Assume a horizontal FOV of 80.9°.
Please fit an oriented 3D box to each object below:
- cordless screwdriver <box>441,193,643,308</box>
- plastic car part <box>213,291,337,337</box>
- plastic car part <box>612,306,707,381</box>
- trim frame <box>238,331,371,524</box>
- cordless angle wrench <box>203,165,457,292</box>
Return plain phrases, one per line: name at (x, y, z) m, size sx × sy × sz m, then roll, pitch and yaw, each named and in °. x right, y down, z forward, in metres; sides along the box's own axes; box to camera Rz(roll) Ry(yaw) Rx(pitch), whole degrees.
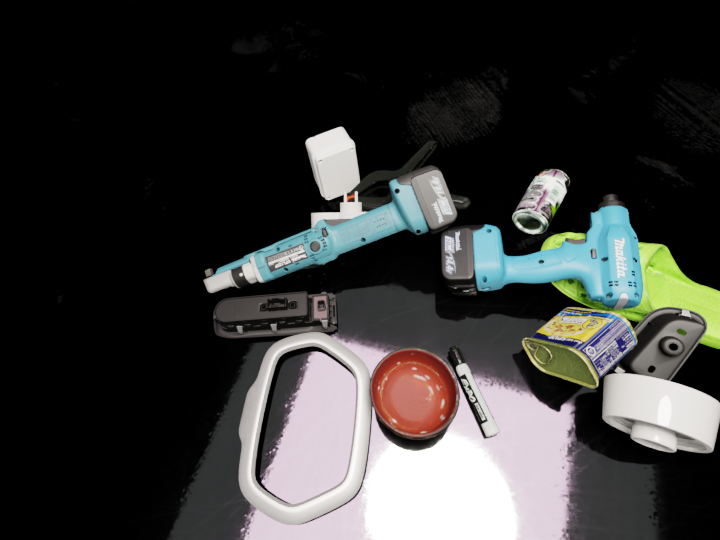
cordless screwdriver at (0.247, -0.033, 0.607) m, size 0.258 × 0.070 × 0.161 m, roll 1°, pitch 67°, yaw 23°
plastic car part at (-0.142, 0.067, 0.663) m, size 0.206 × 0.064 × 0.068 m, roll -7°, pitch 65°, yaw 9°
plastic car part at (0.369, 0.095, 0.516) m, size 0.069 × 0.068 × 0.116 m, roll 37°, pitch 105°, yaw 24°
trim frame at (-0.079, 0.204, 0.585) m, size 0.187 × 0.026 × 0.254 m, roll 1°, pitch 61°, yaw 10°
cordless angle wrench at (-0.066, -0.043, 0.677) m, size 0.429 × 0.073 × 0.098 m, roll -20°, pitch 92°, yaw 13°
